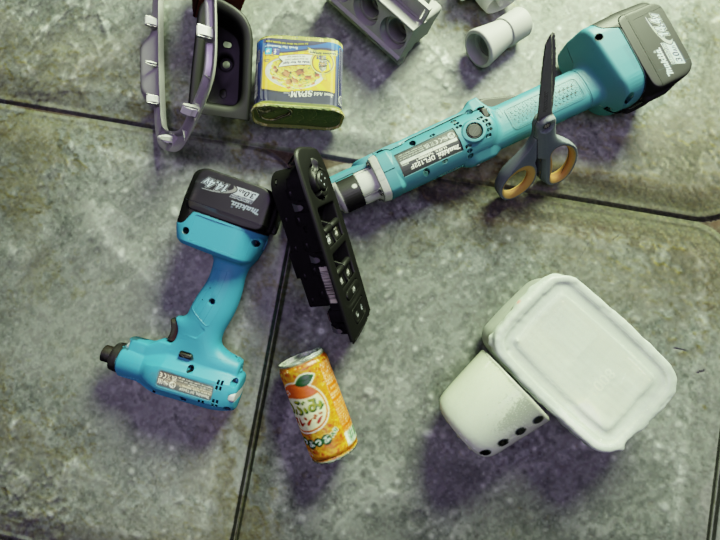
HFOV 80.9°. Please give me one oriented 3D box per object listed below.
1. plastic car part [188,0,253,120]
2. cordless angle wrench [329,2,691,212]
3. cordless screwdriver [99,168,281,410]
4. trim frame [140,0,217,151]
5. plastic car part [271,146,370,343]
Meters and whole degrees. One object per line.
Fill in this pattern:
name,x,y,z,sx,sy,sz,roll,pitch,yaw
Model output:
plastic car part,-0.153,-0.230,0.475,0.064,0.073,0.115,5,100,-14
cordless angle wrench,0.117,-0.146,0.460,0.424,0.074,0.099,-24,87,3
cordless screwdriver,-0.182,0.015,0.461,0.160,0.074,0.248,14,91,3
trim frame,-0.197,-0.249,0.449,0.026,0.192,0.249,-2,87,-42
plastic car part,-0.043,-0.028,0.439,0.070,0.065,0.198,-2,111,30
